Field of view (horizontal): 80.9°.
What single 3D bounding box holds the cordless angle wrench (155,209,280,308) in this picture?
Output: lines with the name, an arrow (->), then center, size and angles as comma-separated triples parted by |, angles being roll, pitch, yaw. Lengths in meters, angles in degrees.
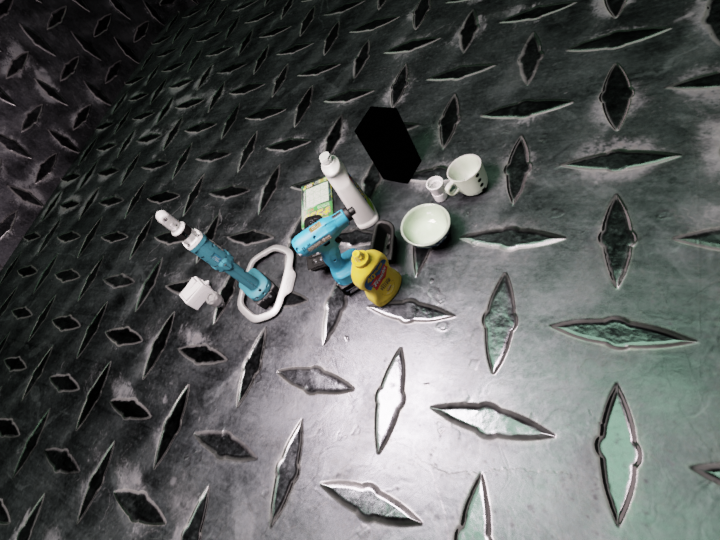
cordless angle wrench -> -0.358, -0.027, 1.085 | 0.074, 0.400, 0.104 | -49, 50, -6

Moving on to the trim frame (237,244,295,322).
trim frame -> -0.276, 0.035, 1.243 | 0.191, 0.026, 0.253 | -5, 59, 28

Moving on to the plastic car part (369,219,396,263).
plastic car part -> 0.066, -0.064, 1.074 | 0.069, 0.067, 0.118 | -4, 60, 28

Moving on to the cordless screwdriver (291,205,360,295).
cordless screwdriver -> -0.039, -0.047, 1.015 | 0.160, 0.235, 0.078 | -33, 50, 8

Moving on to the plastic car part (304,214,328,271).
plastic car part -> -0.117, -0.076, 1.193 | 0.067, 0.063, 0.211 | -25, 52, 15
